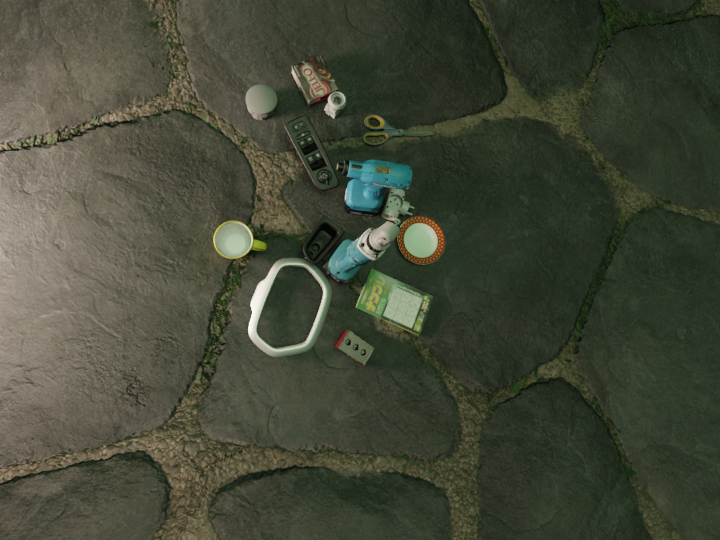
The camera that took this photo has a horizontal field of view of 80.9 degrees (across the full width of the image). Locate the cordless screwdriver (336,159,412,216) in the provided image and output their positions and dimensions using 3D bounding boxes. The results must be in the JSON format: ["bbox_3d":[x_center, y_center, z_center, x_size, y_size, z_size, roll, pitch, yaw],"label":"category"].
[{"bbox_3d":[0.005,-0.197,0.993,0.157,0.251,0.075,8,82,-11],"label":"cordless screwdriver"}]

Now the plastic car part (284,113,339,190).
[{"bbox_3d":[-0.125,-0.292,1.085,0.065,0.067,0.205,-27,85,-13],"label":"plastic car part"}]

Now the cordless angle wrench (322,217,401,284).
[{"bbox_3d":[0.000,-0.038,0.875,0.074,0.426,0.098,38,77,-7],"label":"cordless angle wrench"}]

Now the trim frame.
[{"bbox_3d":[-0.173,0.088,1.032,0.183,0.027,0.250,20,78,-4],"label":"trim frame"}]

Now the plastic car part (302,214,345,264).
[{"bbox_3d":[-0.102,-0.067,1.046,0.066,0.071,0.116,38,77,-4],"label":"plastic car part"}]
